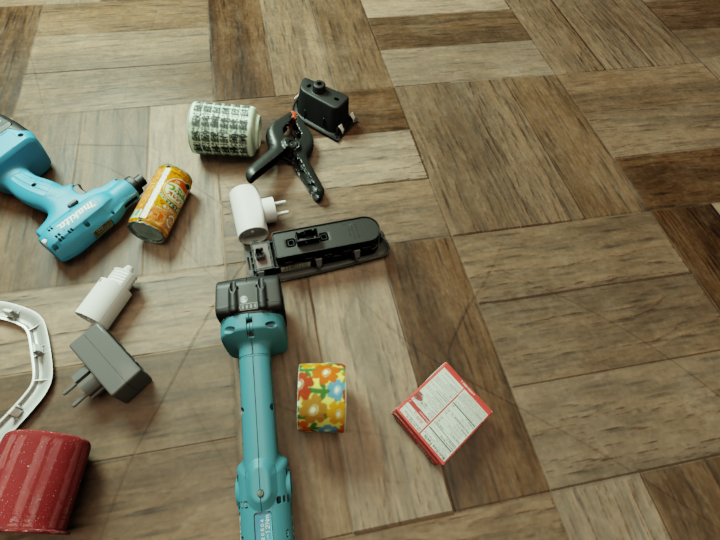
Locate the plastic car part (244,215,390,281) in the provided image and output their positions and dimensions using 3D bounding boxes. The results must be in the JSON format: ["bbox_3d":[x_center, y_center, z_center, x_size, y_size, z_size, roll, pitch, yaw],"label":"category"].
[{"bbox_3d":[-0.057,-0.037,0.582,0.199,0.065,0.069,-10,56,-12],"label":"plastic car part"}]

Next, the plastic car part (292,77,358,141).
[{"bbox_3d":[-0.065,-0.284,0.716,0.119,0.070,0.066,33,62,10],"label":"plastic car part"}]

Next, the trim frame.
[{"bbox_3d":[-0.470,0.144,0.474,0.190,0.027,0.247,30,65,15],"label":"trim frame"}]

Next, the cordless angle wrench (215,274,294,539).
[{"bbox_3d":[-0.096,0.214,0.420,0.074,0.096,0.436,-7,64,-7],"label":"cordless angle wrench"}]

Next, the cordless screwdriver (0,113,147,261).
[{"bbox_3d":[-0.446,-0.137,0.612,0.255,0.073,0.158,35,64,11],"label":"cordless screwdriver"}]
